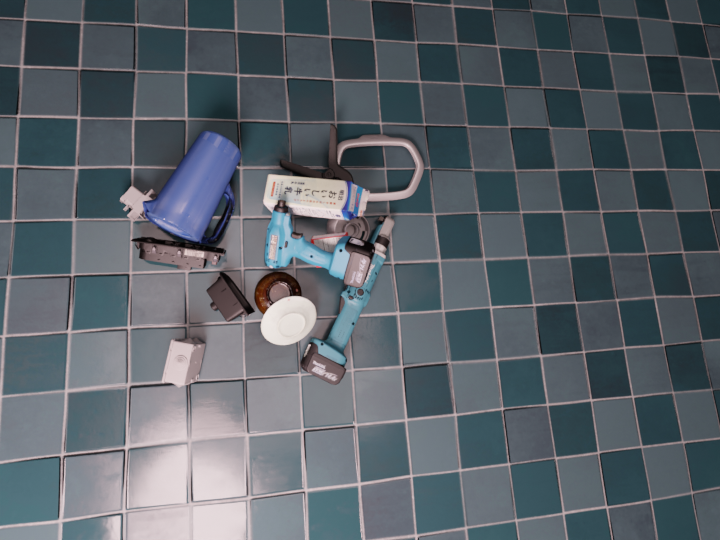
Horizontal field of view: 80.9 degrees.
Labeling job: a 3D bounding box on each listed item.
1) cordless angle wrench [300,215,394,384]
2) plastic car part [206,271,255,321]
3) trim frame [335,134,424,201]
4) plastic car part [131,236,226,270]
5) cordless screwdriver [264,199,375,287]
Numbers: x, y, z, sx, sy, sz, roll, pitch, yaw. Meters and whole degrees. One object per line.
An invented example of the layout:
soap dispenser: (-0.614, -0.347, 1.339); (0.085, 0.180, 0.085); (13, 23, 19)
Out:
cordless angle wrench: (-0.010, 0.055, 1.006); (0.097, 0.075, 0.424); (27, 74, -6)
plastic car part: (-0.304, 0.069, 0.961); (0.071, 0.065, 0.117); (-40, 86, 0)
trim frame: (0.046, -0.268, 1.094); (0.245, 0.027, 0.186); (-6, 82, -9)
plastic car part: (-0.414, -0.039, 0.962); (0.200, 0.068, 0.066); (13, 105, -9)
cordless screwdriver: (-0.093, -0.061, 0.950); (0.254, 0.074, 0.156); (14, 112, 11)
